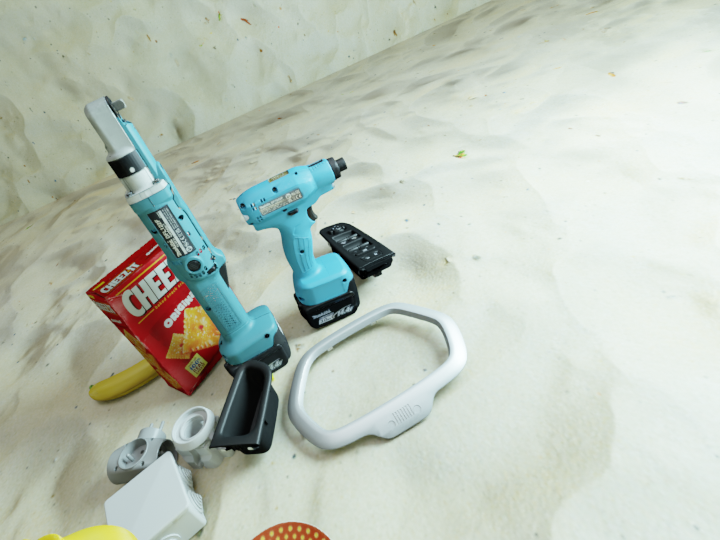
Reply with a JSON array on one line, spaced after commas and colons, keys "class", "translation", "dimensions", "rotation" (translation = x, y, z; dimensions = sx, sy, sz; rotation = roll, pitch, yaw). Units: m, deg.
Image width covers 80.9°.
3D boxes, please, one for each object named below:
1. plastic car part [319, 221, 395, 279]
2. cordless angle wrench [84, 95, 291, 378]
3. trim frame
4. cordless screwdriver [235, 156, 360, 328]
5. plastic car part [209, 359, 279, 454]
[{"class": "plastic car part", "translation": [-0.010, -0.035, 0.747], "dimensions": [0.066, 0.064, 0.214], "rotation": [-31, 35, -11]}, {"class": "cordless angle wrench", "translation": [-0.216, -0.017, 0.549], "dimensions": [0.097, 0.405, 0.078], "rotation": [-28, 33, -9]}, {"class": "trim frame", "translation": [0.016, 0.128, 0.552], "dimensions": [0.247, 0.026, 0.194], "rotation": [-30, 35, -7]}, {"class": "cordless screwdriver", "translation": [-0.062, -0.040, 0.633], "dimensions": [0.159, 0.238, 0.078], "rotation": [-25, 33, -4]}, {"class": "plastic car part", "translation": [-0.131, 0.180, 0.534], "dimensions": [0.067, 0.068, 0.119], "rotation": [-13, 36, 15]}]
